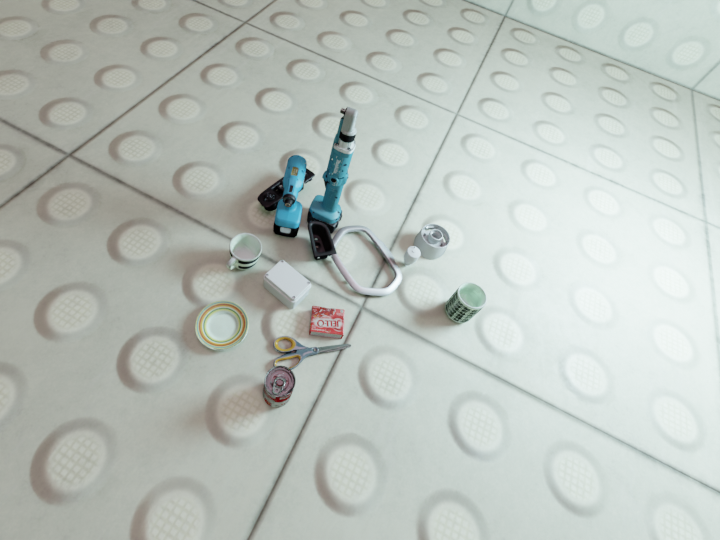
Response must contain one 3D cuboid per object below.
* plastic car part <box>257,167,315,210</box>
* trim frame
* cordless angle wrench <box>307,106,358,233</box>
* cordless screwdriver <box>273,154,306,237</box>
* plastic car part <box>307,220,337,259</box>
[{"bbox_3d":[-0.234,-0.247,1.305,0.068,0.066,0.200,41,59,14],"label":"plastic car part"},{"bbox_3d":[0.014,-0.031,1.229,0.180,0.027,0.258,-25,64,-24],"label":"trim frame"},{"bbox_3d":[-0.065,-0.257,1.129,0.098,0.417,0.075,25,56,0],"label":"cordless angle wrench"},{"bbox_3d":[-0.194,-0.176,1.156,0.073,0.245,0.163,11,56,-9],"label":"cordless screwdriver"},{"bbox_3d":[-0.118,-0.077,1.210,0.064,0.070,0.121,-8,59,-18],"label":"plastic car part"}]
